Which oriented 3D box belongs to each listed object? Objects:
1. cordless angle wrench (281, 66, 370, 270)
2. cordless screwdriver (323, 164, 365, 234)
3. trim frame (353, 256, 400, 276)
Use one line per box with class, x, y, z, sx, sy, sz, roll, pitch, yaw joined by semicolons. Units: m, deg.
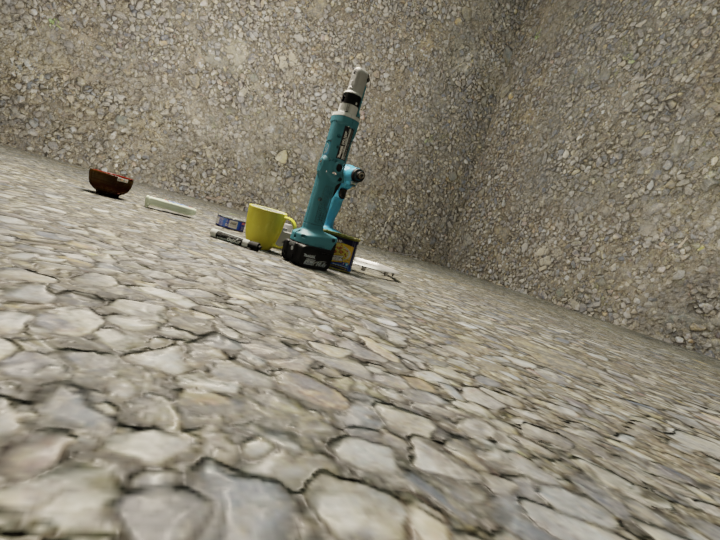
cordless angle wrench;-0.059;-0.213;0.881;0.093;0.422;0.078;13;5;-42
cordless screwdriver;-0.061;-0.139;1.038;0.071;0.248;0.166;15;4;-28
trim frame;0.006;-0.017;1.174;0.180;0.027;0.255;15;5;-15
